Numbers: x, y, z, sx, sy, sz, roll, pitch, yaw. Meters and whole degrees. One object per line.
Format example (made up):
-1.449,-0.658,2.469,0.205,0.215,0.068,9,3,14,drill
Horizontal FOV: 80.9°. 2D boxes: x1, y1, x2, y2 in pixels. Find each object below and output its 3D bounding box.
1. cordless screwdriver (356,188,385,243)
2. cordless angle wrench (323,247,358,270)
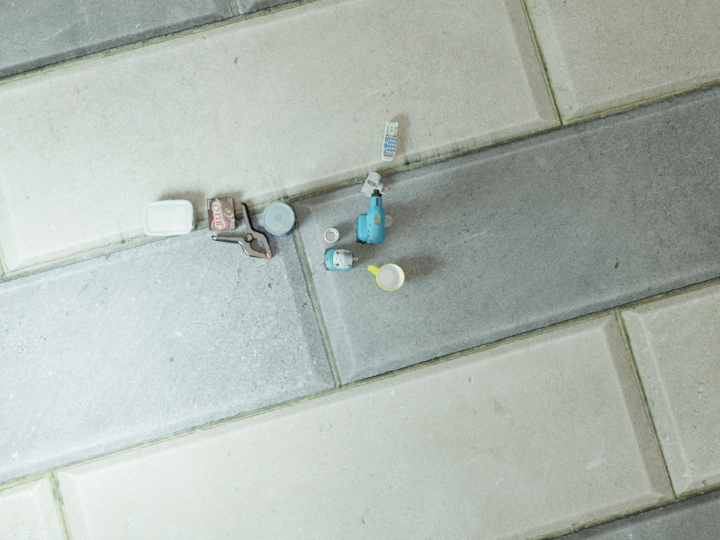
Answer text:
0.035,-0.161,1.340,0.074,0.250,0.159,1,90,-6,cordless screwdriver
-0.057,-0.033,1.246,0.097,0.425,0.074,3,91,-6,cordless angle wrench
